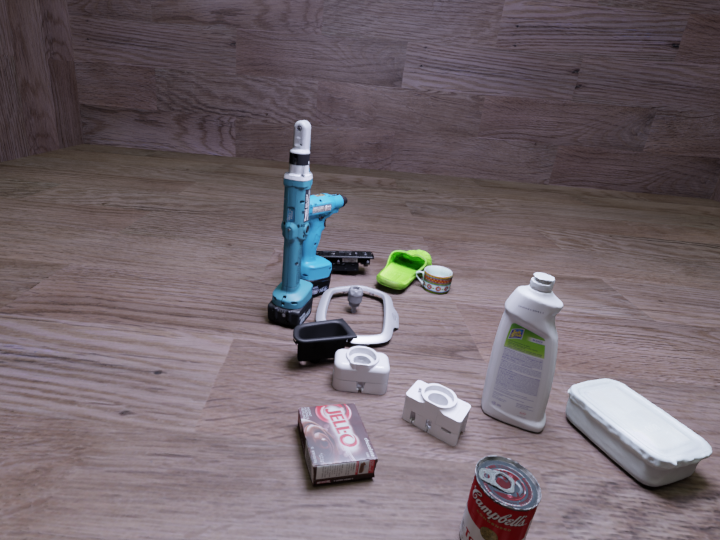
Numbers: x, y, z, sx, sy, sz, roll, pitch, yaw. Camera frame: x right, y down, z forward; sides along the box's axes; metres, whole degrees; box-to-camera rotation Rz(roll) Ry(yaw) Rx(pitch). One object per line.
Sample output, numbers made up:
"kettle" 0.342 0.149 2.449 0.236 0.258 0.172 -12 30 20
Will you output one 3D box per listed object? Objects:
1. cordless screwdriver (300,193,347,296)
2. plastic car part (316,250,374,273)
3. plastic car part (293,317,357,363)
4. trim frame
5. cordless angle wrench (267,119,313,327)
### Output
"cordless screwdriver" -0.101 -0.066 1.034 0.079 0.244 0.153 24 28 37
"plastic car part" -0.068 -0.027 1.173 0.203 0.066 0.067 5 22 0
"plastic car part" -0.075 0.138 0.789 0.113 0.069 0.069 -6 25 -25
"trim frame" -0.005 0.094 0.956 0.186 0.027 0.251 6 24 3
"cordless angle wrench" -0.132 -0.088 0.863 0.076 0.415 0.097 13 22 14
